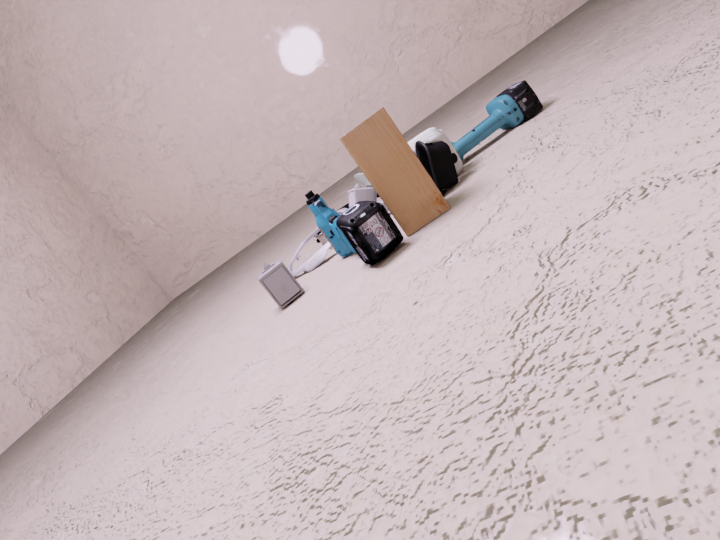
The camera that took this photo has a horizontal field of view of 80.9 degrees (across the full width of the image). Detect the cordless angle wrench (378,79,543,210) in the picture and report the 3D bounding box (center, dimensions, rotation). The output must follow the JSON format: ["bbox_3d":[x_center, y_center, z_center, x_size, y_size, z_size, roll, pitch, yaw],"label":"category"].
[{"bbox_3d":[0.201,-0.260,0.962,0.425,0.073,0.099,-37,13,8],"label":"cordless angle wrench"}]

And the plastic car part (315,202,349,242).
[{"bbox_3d":[-0.060,-0.157,1.253,0.209,0.066,0.065,-24,10,33],"label":"plastic car part"}]

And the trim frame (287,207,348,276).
[{"bbox_3d":[-0.105,-0.068,1.071,0.252,0.026,0.188,-37,25,24],"label":"trim frame"}]

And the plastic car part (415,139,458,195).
[{"bbox_3d":[0.158,-0.208,0.839,0.070,0.115,0.068,-14,10,-12],"label":"plastic car part"}]

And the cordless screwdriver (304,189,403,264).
[{"bbox_3d":[-0.030,-0.093,0.806,0.074,0.155,0.257,-39,15,-13],"label":"cordless screwdriver"}]
